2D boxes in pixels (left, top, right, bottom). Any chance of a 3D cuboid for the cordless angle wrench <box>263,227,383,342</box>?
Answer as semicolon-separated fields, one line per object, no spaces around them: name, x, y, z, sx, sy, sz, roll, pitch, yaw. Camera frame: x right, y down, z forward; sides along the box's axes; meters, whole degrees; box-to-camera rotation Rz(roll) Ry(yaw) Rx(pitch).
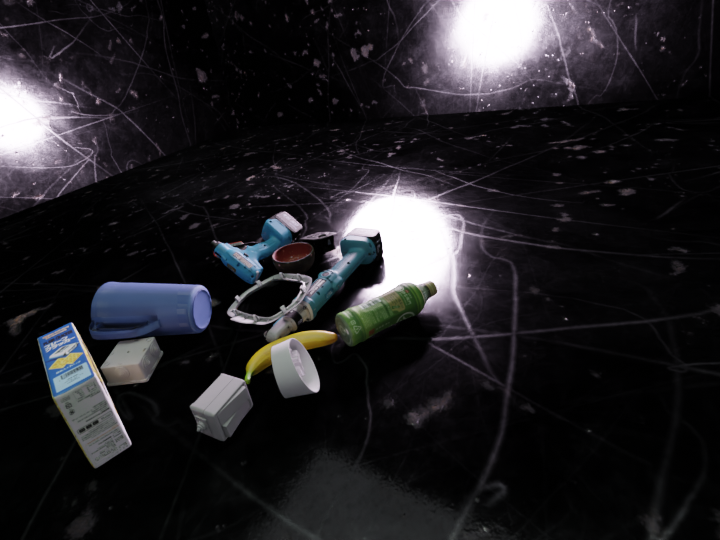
cordless angle wrench;-0.077;0.030;0.992;0.103;0.072;0.418;8;37;31

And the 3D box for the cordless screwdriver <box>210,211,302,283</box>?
cordless screwdriver;-0.287;-0.081;1.185;0.162;0.074;0.246;35;47;9

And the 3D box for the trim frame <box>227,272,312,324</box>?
trim frame;-0.213;0.062;0.967;0.261;0.026;0.182;6;42;49

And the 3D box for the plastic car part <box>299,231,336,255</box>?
plastic car part;-0.114;-0.074;1.162;0.065;0.067;0.208;-12;4;-19

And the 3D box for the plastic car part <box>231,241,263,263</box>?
plastic car part;-0.330;-0.034;1.211;0.114;0.064;0.074;-14;43;-13
